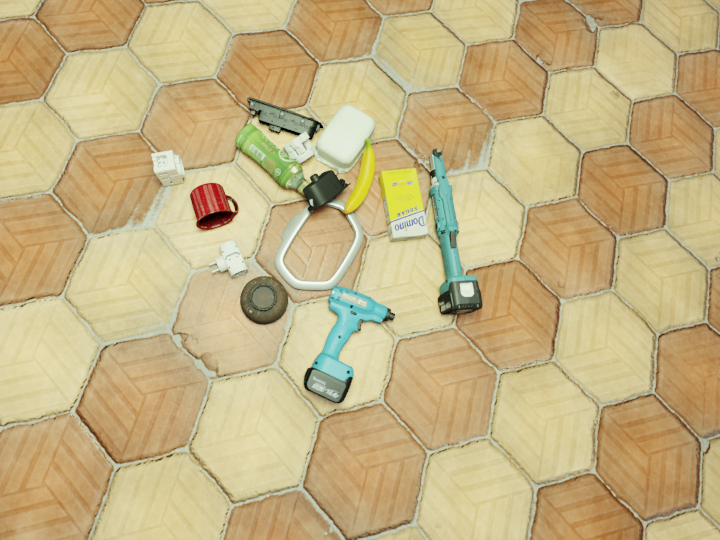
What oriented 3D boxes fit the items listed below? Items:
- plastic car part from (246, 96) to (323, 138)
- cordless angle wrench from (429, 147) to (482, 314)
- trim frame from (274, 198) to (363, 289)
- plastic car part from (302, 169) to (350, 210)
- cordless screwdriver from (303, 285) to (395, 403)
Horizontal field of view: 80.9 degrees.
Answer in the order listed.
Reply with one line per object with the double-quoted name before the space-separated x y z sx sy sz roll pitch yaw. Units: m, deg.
"plastic car part" -0.195 -0.385 1.084 0.202 0.066 0.067 14 86 -2
"cordless angle wrench" 0.214 -0.108 1.043 0.073 0.097 0.432 -2 72 -9
"trim frame" -0.101 -0.066 1.030 0.185 0.027 0.249 30 77 2
"plastic car part" -0.092 -0.202 1.016 0.115 0.069 0.069 -42 115 -34
"cordless screwdriver" -0.025 0.171 0.954 0.159 0.074 0.251 19 71 -1
